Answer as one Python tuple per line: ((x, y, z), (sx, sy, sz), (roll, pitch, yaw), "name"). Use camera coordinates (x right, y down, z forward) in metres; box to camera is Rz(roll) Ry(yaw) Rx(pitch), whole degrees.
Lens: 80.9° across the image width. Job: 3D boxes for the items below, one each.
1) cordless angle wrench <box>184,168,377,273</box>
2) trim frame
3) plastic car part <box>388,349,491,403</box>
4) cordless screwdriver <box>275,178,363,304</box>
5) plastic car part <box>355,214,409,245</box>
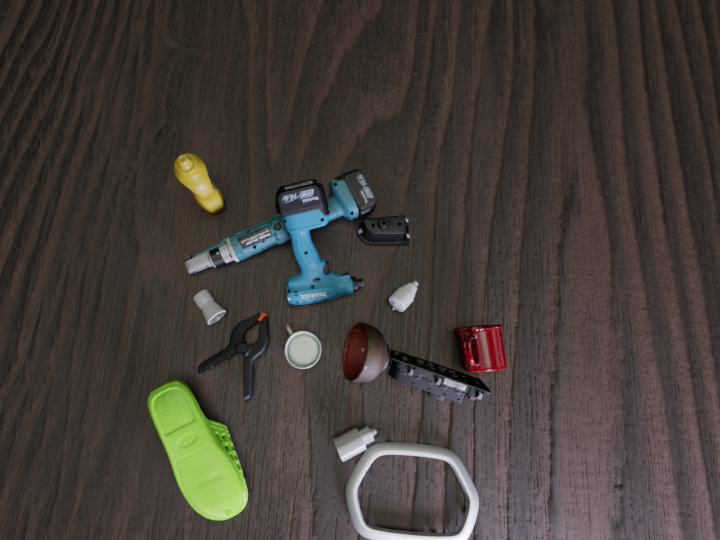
((-0.172, -0.088, 0.899), (0.421, 0.073, 0.100), (-24, 79, -4), "cordless angle wrench")
((0.096, 0.422, 0.790), (0.248, 0.027, 0.187), (4, 75, -1), "trim frame")
((0.141, 0.211, 0.830), (0.204, 0.066, 0.067), (22, 103, 3), "plastic car part")
((-0.082, -0.054, 0.840), (0.158, 0.076, 0.243), (-8, 109, -4), "cordless screwdriver")
((0.051, -0.091, 0.899), (0.116, 0.070, 0.067), (-2, 77, -5), "plastic car part")
